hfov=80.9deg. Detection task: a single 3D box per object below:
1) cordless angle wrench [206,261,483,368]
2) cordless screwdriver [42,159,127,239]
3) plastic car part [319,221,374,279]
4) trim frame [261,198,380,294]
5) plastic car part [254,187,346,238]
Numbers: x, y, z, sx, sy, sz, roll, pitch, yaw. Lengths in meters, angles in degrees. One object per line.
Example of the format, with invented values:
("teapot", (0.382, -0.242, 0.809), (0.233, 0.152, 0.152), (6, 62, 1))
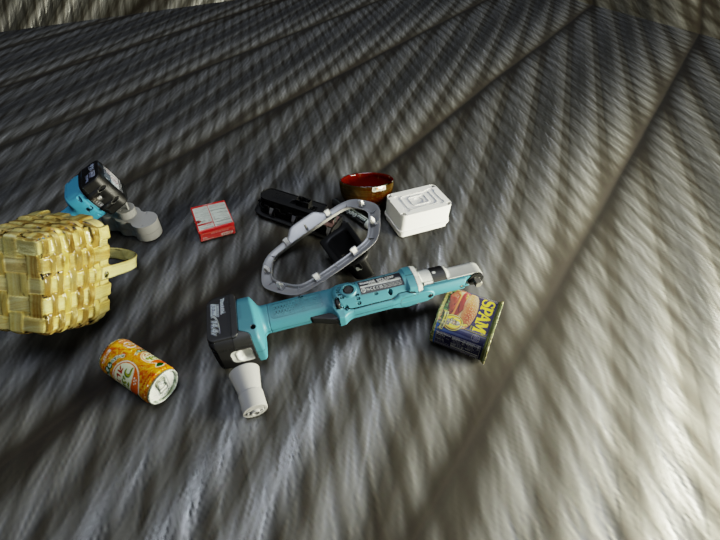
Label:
("cordless angle wrench", (-0.018, 0.048, 0.650), (0.421, 0.071, 0.102), (-14, 46, -4))
("cordless screwdriver", (-0.578, -0.108, 0.817), (0.248, 0.070, 0.168), (-42, 46, -5))
("plastic car part", (-0.014, -0.022, 0.753), (0.066, 0.067, 0.123), (-36, 41, 1))
("trim frame", (-0.073, -0.048, 0.752), (0.248, 0.026, 0.194), (-36, 38, -1))
("plastic car part", (-0.132, -0.123, 0.870), (0.211, 0.064, 0.066), (17, 54, 22))
